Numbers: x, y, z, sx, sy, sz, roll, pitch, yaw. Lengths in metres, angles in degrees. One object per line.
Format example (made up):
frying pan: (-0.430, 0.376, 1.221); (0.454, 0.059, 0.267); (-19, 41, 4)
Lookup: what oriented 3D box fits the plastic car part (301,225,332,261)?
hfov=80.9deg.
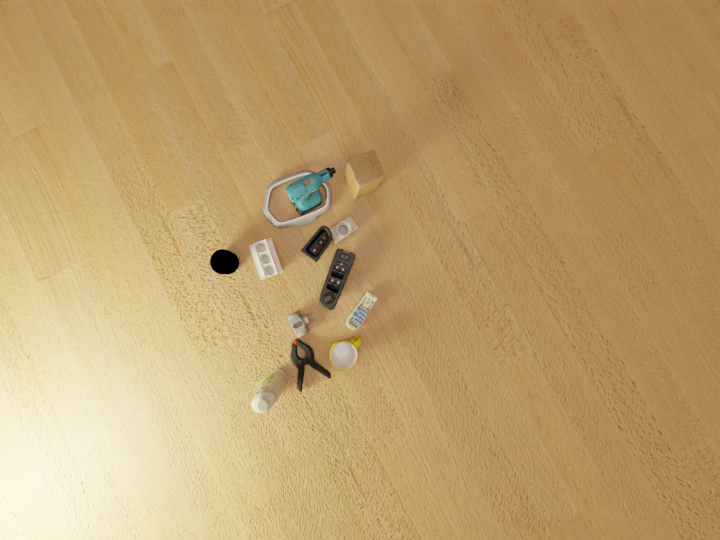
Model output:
plastic car part: (-0.139, -0.091, 1.422); (0.066, 0.071, 0.116); (37, 85, 0)

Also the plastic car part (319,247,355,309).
plastic car part: (-0.082, 0.030, 1.413); (0.066, 0.067, 0.203); (20, 85, -1)

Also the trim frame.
trim frame: (-0.218, -0.244, 1.459); (0.248, 0.027, 0.185); (-21, 85, -2)

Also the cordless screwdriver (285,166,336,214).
cordless screwdriver: (-0.154, -0.257, 1.350); (0.159, 0.249, 0.075); (-30, 91, -5)
